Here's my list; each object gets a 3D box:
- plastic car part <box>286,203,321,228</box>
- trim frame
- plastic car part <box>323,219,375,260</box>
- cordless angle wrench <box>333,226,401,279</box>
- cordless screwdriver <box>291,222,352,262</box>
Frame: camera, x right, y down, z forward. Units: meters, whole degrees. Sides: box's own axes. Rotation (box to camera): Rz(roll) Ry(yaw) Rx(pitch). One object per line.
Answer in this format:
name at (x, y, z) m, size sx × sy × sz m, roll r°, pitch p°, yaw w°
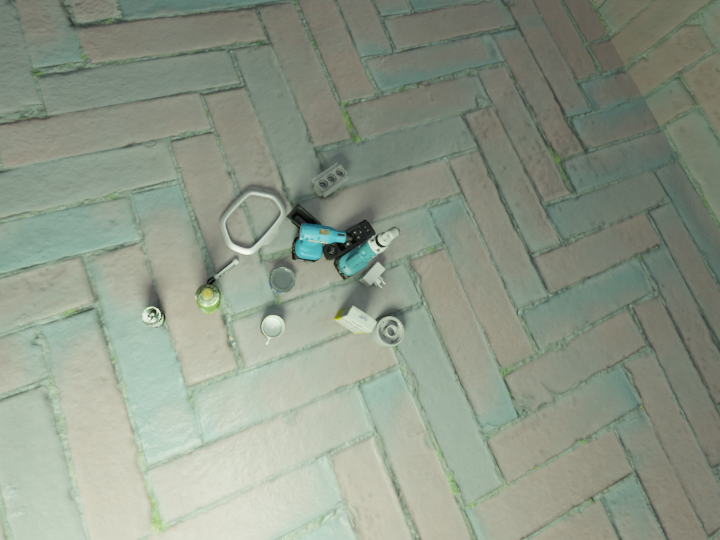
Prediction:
plastic car part at (-0.195, -0.163, 1.454) m, size 0.116 × 0.071 × 0.066 m, roll 40°, pitch 70°, yaw -2°
trim frame at (-0.364, -0.168, 1.439) m, size 0.184 × 0.028 × 0.248 m, roll 37°, pitch 70°, yaw -1°
plastic car part at (-0.049, -0.099, 1.473) m, size 0.200 × 0.067 × 0.067 m, roll -32°, pitch 87°, yaw -19°
cordless angle wrench at (0.019, -0.057, 1.287) m, size 0.096 × 0.427 × 0.075 m, roll -32°, pitch 90°, yaw -21°
cordless screwdriver at (-0.132, -0.087, 1.353) m, size 0.156 × 0.251 × 0.075 m, roll 7°, pitch 76°, yaw -15°
